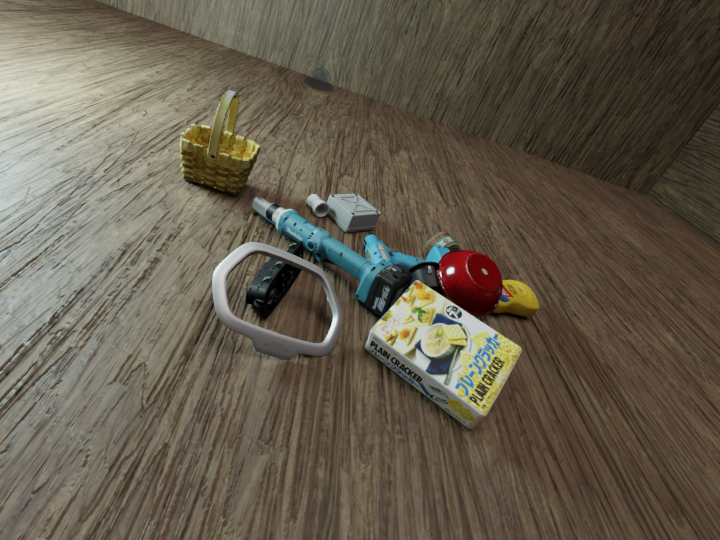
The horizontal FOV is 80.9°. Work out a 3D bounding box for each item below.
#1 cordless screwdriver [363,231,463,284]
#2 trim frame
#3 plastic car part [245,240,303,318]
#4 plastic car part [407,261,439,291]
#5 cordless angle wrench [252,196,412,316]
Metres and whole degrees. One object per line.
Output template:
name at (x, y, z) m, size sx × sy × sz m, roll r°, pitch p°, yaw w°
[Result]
cordless screwdriver at (0.130, -0.029, 1.013) m, size 0.242 × 0.073 × 0.166 m, roll 6°, pitch 35°, yaw -17°
trim frame at (-0.130, 0.051, 0.703) m, size 0.237 × 0.028 × 0.189 m, roll 23°, pitch 52°, yaw -29°
plastic car part at (-0.161, 0.010, 0.795) m, size 0.068 × 0.065 × 0.205 m, roll 12°, pitch 31°, yaw 2°
plastic car part at (0.121, 0.037, 0.880) m, size 0.064 × 0.117 × 0.073 m, roll 9°, pitch 57°, yaw -22°
cordless angle wrench at (-0.090, -0.059, 0.920) m, size 0.444 × 0.096 × 0.072 m, roll 34°, pitch 35°, yaw 27°
